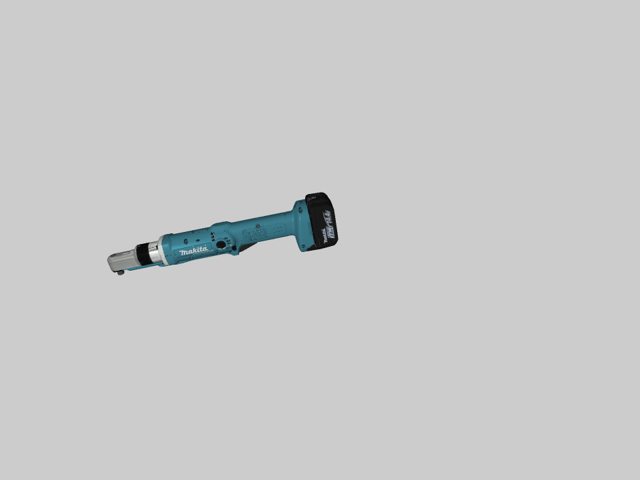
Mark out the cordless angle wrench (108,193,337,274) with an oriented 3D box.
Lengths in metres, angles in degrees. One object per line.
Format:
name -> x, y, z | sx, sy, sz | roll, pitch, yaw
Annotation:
cordless angle wrench -> -0.182, -0.001, 0.793 | 0.423, 0.098, 0.074 | -12, 28, -4
